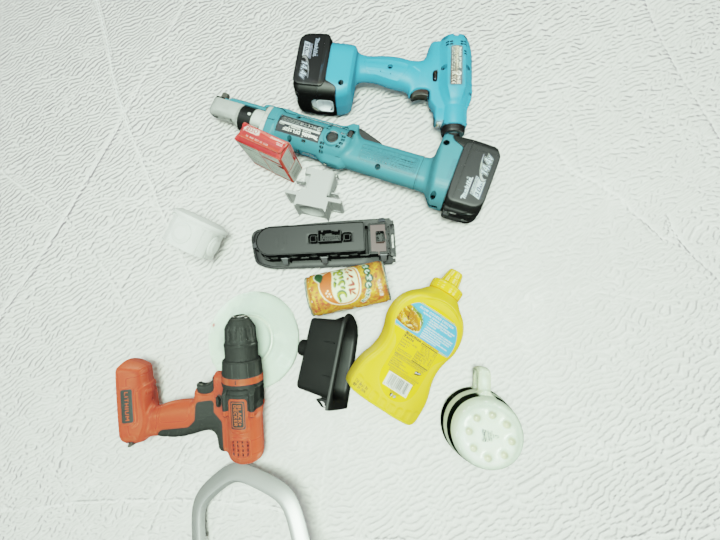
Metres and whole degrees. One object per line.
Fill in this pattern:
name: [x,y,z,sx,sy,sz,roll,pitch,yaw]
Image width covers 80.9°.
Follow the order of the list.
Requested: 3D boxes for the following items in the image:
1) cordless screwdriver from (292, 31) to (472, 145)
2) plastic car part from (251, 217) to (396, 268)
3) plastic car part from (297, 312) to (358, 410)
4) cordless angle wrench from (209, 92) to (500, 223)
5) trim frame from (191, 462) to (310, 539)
cordless screwdriver: [0.030,-0.256,0.603,0.251,0.073,0.161,3,78,5]
plastic car part: [-0.056,-0.037,0.574,0.206,0.065,0.067,-3,86,10]
plastic car part: [-0.047,0.112,0.542,0.073,0.063,0.118,2,75,21]
cordless angle wrench: [-0.033,-0.178,0.598,0.435,0.072,0.098,21,82,15]
trim frame: [-0.127,0.357,0.485,0.187,0.026,0.256,-25,66,18]
